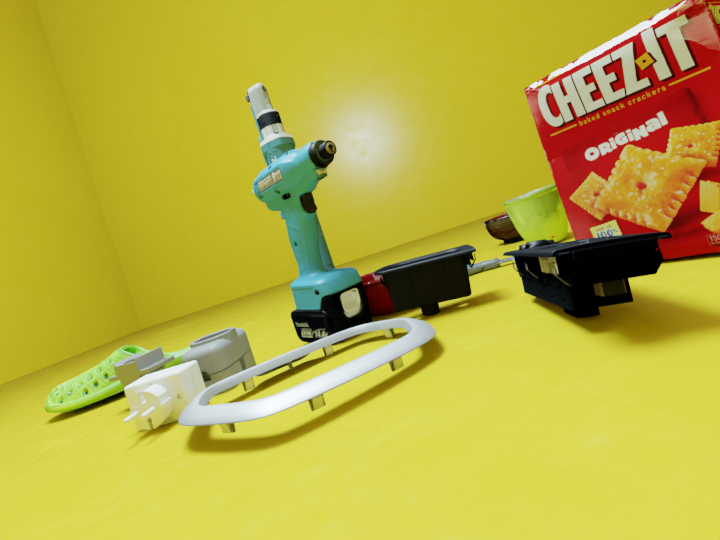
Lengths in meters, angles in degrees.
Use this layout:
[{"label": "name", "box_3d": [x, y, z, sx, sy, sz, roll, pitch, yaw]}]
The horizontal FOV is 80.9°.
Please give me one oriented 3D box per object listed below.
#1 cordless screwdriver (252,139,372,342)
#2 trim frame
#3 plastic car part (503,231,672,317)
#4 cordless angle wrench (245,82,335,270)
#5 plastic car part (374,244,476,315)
[{"label": "cordless screwdriver", "box_3d": [-0.053, -0.035, 0.545, 0.072, 0.249, 0.165, -18, 0, -40]}, {"label": "trim frame", "box_3d": [-0.042, 0.089, 0.391, 0.241, 0.027, 0.190, -21, 4, -30]}, {"label": "plastic car part", "box_3d": [0.170, 0.000, 0.349, 0.067, 0.067, 0.201, -18, 3, 9]}, {"label": "cordless angle wrench", "box_3d": [-0.112, -0.120, 0.725, 0.101, 0.423, 0.072, -19, -1, 30]}, {"label": "plastic car part", "box_3d": [0.083, 0.016, 0.505, 0.118, 0.071, 0.065, -18, 1, 10]}]
